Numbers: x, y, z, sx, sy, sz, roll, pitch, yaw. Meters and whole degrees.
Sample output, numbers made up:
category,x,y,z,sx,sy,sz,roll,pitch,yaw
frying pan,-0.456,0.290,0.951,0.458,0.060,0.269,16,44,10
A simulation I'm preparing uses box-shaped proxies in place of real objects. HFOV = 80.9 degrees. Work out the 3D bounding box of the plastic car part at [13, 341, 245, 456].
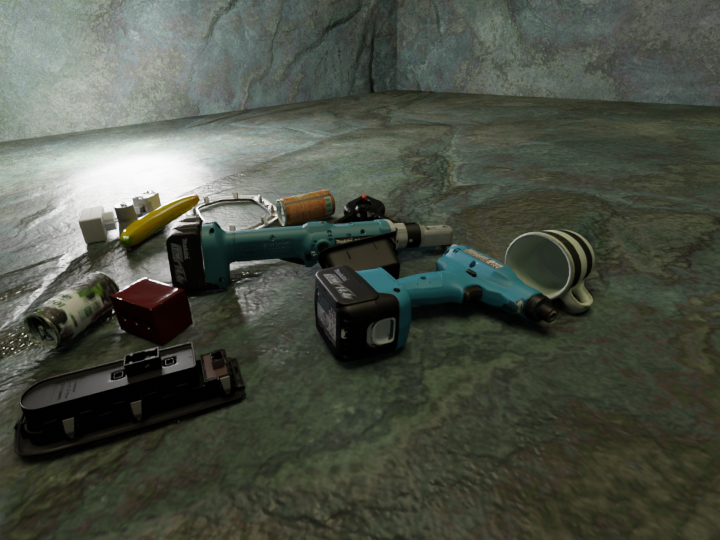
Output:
category,x,y,z,sx,sy,sz,roll,pitch,yaw
plastic car part,-0.215,0.112,0.393,0.199,0.065,0.070,-16,36,-16

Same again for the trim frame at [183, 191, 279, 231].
category,x,y,z,sx,sy,sz,roll,pitch,yaw
trim frame,-0.270,-0.123,0.879,0.179,0.027,0.263,-18,32,-23

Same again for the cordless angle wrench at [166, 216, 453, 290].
category,x,y,z,sx,sy,sz,roll,pitch,yaw
cordless angle wrench,-0.062,-0.040,0.631,0.417,0.096,0.077,-5,23,-9

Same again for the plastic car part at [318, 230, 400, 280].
category,x,y,z,sx,sy,sz,roll,pitch,yaw
plastic car part,0.007,-0.002,0.584,0.114,0.064,0.074,-15,43,-14

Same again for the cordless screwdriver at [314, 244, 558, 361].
category,x,y,z,sx,sy,sz,roll,pitch,yaw
cordless screwdriver,0.081,0.037,0.481,0.241,0.072,0.168,-13,28,-25
